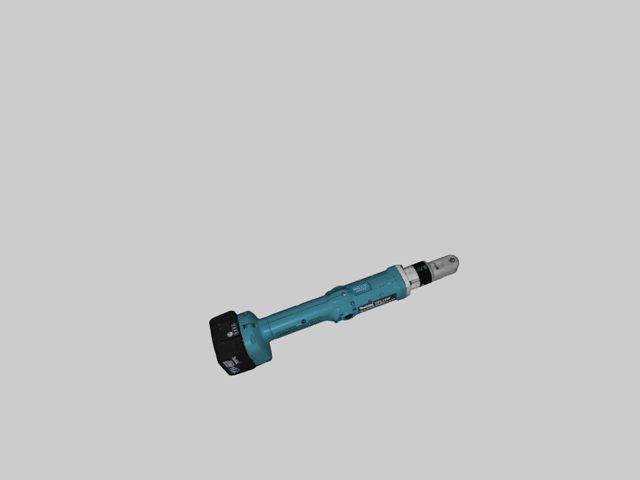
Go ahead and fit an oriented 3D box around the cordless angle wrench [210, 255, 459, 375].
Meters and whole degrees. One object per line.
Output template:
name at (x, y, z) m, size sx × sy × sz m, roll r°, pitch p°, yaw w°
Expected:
cordless angle wrench at (0.036, 0.105, 0.700) m, size 0.423 × 0.074 × 0.098 m, roll -19°, pitch -34°, yaw -6°
